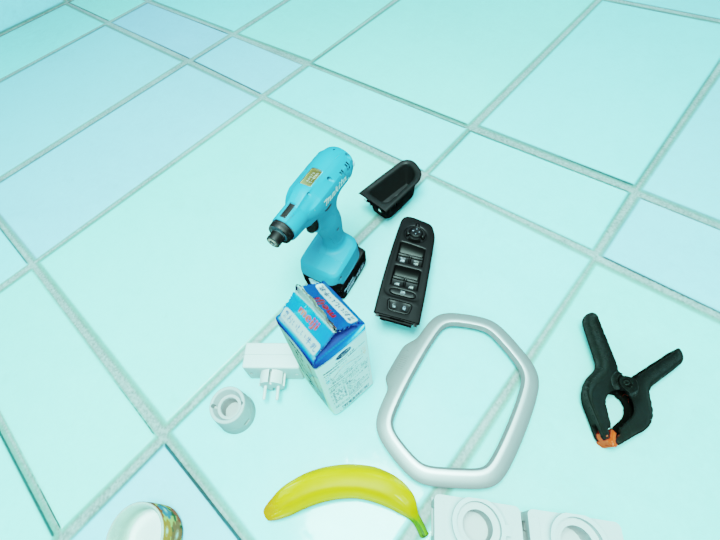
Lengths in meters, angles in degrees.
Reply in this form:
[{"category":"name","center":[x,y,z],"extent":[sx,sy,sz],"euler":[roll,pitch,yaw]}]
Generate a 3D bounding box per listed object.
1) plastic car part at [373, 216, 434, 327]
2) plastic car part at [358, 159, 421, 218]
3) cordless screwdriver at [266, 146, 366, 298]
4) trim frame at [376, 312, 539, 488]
[{"category":"plastic car part","center":[0.075,0.003,0.668],"extent":[0.068,0.064,0.205],"euler":[9,57,13]},{"category":"plastic car part","center":[0.063,-0.138,0.765],"extent":[0.115,0.068,0.069],"euler":[-40,60,-18]},{"category":"cordless screwdriver","center":[-0.060,-0.039,0.611],"extent":[0.077,0.239,0.159],"euler":[23,61,19]},{"category":"trim frame","center":[0.128,0.164,0.571],"extent":[0.192,0.026,0.248],"euler":[23,62,23]}]
